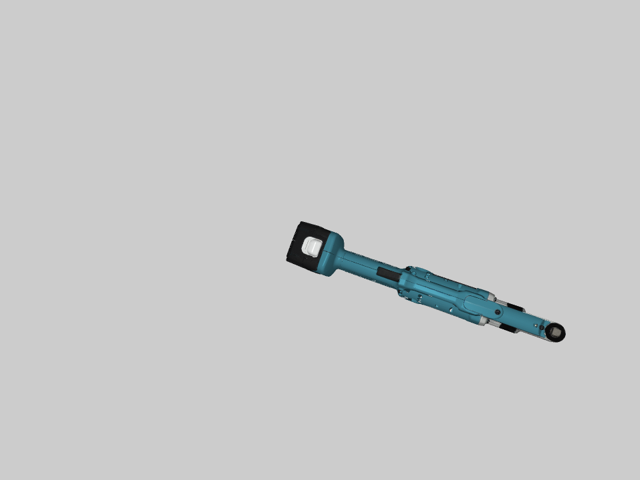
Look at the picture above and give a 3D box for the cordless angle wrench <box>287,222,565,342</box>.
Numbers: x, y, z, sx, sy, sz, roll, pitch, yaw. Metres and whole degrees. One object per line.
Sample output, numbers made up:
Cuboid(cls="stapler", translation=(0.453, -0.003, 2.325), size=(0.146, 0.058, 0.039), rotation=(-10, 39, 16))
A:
Cuboid(cls="cordless angle wrench", translation=(0.150, 0.070, 0.665), size=(0.423, 0.074, 0.098), rotation=(19, -5, 21))
